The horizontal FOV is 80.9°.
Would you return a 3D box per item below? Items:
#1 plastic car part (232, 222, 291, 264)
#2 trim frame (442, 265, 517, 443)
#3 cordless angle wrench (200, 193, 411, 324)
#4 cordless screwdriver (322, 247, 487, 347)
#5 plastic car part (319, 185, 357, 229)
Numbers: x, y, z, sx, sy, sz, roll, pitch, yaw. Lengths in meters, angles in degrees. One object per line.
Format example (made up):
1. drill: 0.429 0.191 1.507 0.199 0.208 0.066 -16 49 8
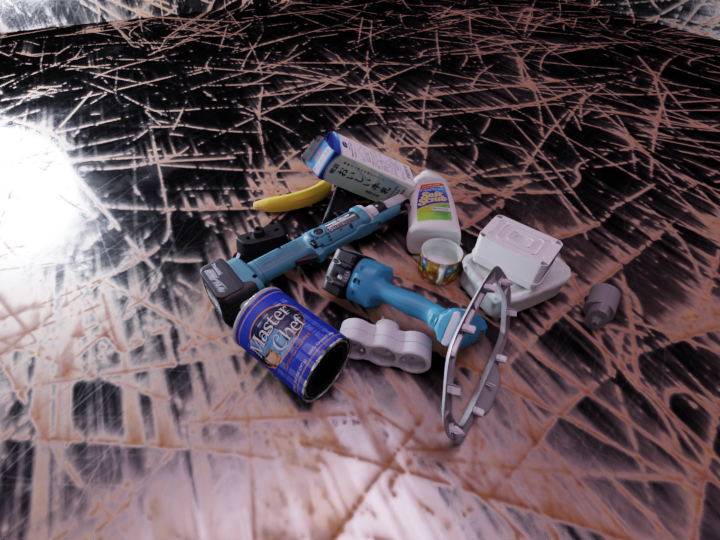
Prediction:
1. plastic car part: -0.181 -0.052 0.788 0.113 0.069 0.069 -16 46 -22
2. trim frame: 0.161 0.105 0.552 0.029 0.177 0.246 8 41 33
3. cordless angle wrench: -0.075 -0.049 0.767 0.414 0.072 0.103 -30 52 -24
4. cordless screwdriver: 0.073 0.045 0.668 0.262 0.074 0.151 25 7 31
5. plastic car part: -0.039 -0.149 0.895 0.067 0.065 0.208 12 44 -5
